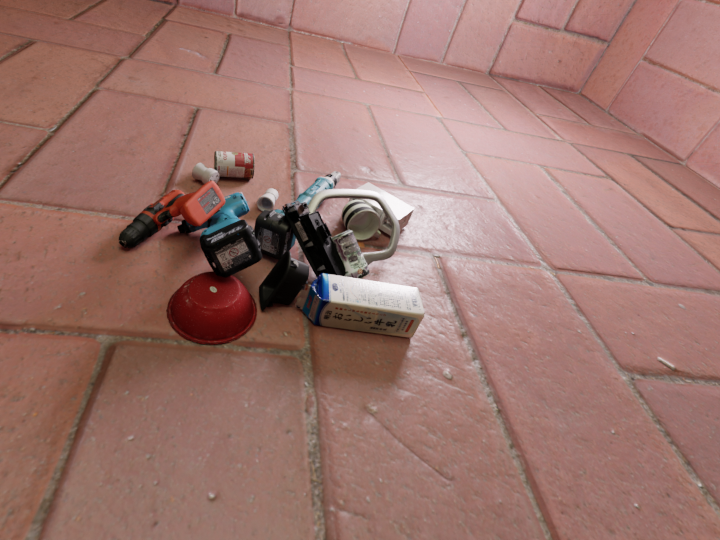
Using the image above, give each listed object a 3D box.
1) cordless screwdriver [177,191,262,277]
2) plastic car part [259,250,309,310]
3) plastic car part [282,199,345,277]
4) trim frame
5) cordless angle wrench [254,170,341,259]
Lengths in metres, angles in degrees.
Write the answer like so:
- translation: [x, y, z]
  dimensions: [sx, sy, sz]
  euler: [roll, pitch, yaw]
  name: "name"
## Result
- translation: [-0.288, -0.074, 0.842]
  dimensions: [0.158, 0.071, 0.261]
  euler: [-25, 33, -8]
  name: "cordless screwdriver"
- translation: [-0.138, 0.024, 0.809]
  dimensions: [0.067, 0.117, 0.069]
  euler: [24, 32, -33]
  name: "plastic car part"
- translation: [-0.086, -0.056, 0.880]
  dimensions: [0.065, 0.069, 0.202]
  euler: [-28, 97, -64]
  name: "plastic car part"
- translation: [-0.020, -0.096, 0.963]
  dimensions: [0.240, 0.028, 0.186]
  euler: [-3, 81, -23]
  name: "trim frame"
- translation: [-0.130, -0.171, 1.056]
  dimensions: [0.076, 0.096, 0.422]
  euler: [21, 36, 8]
  name: "cordless angle wrench"
